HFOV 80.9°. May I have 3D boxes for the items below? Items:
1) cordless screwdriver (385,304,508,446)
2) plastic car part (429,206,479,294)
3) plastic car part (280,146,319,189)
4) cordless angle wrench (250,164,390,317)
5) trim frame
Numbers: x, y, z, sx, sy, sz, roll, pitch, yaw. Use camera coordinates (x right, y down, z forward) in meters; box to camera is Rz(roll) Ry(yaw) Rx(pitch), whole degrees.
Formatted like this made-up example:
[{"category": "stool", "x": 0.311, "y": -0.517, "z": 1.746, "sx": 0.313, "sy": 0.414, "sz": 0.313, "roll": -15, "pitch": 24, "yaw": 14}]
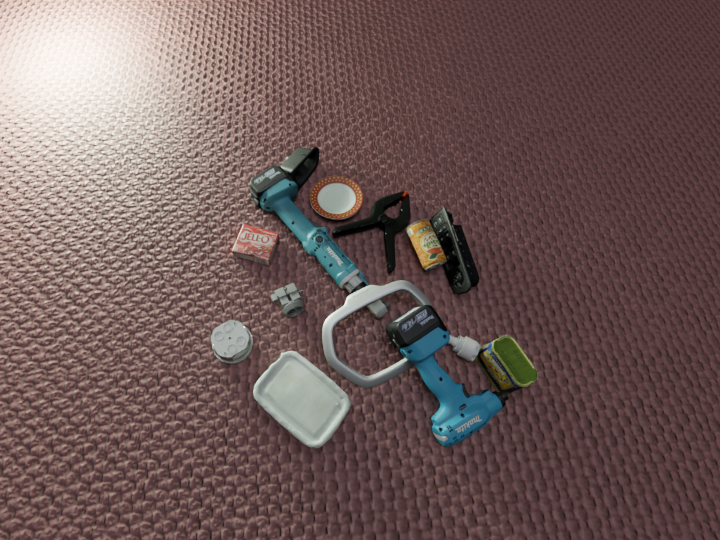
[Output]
[{"category": "cordless screwdriver", "x": 0.165, "y": 0.184, "z": 0.807, "sx": 0.157, "sy": 0.074, "sz": 0.252, "roll": -25, "pitch": 82, "yaw": -15}, {"category": "plastic car part", "x": 0.215, "y": -0.040, "z": 0.953, "sx": 0.064, "sy": 0.067, "sz": 0.209, "roll": 8, "pitch": 58, "yaw": -30}, {"category": "plastic car part", "x": -0.159, "y": -0.263, "z": 1.053, "sx": 0.074, "sy": 0.063, "sz": 0.116, "roll": 19, "pitch": 60, "yaw": 20}, {"category": "cordless angle wrench", "x": -0.092, "y": -0.060, "z": 0.945, "sx": 0.097, "sy": 0.073, "sz": 0.436, "roll": -36, "pitch": 72, "yaw": -19}, {"category": "trim frame", "x": 0.041, "y": 0.122, "z": 0.852, "sx": 0.245, "sy": 0.028, "sz": 0.185, "roll": -27, "pitch": 87, "yaw": -13}]
